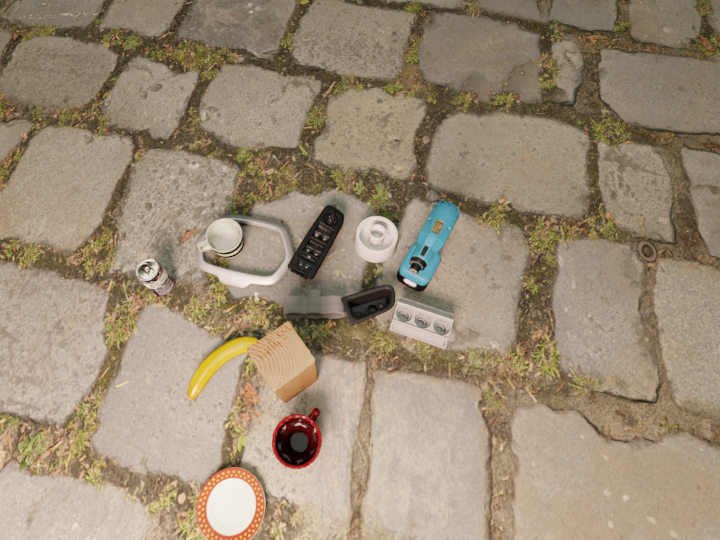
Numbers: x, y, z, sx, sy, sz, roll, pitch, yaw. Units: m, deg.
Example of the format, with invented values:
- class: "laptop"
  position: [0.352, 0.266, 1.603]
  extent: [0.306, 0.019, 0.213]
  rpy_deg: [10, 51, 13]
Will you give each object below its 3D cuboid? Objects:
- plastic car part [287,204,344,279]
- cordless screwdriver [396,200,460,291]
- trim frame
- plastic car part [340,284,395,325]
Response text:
- class: "plastic car part"
  position: [-0.099, -0.065, 1.012]
  extent: [0.068, 0.065, 0.204]
  rpy_deg: [23, 67, 9]
- class: "cordless screwdriver"
  position: [0.129, -0.023, 0.888]
  extent: [0.076, 0.243, 0.159]
  rpy_deg: [29, 68, 9]
- class: "trim frame"
  position: [-0.283, -0.049, 1.030]
  extent: [0.252, 0.027, 0.187]
  rpy_deg: [11, 65, 7]
- class: "plastic car part"
  position: [0.021, 0.081, 0.937]
  extent: [0.115, 0.069, 0.068]
  rpy_deg: [-18, 67, -8]
